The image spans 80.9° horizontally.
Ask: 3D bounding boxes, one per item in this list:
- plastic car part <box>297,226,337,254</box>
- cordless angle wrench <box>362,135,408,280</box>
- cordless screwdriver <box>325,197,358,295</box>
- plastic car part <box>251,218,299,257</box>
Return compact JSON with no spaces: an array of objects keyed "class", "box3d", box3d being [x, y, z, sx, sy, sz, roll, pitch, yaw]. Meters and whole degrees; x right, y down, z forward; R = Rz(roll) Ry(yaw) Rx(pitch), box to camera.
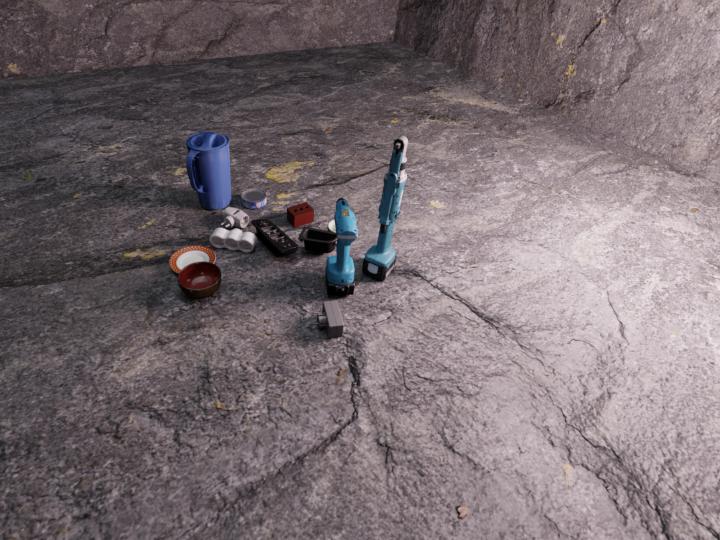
[{"class":"plastic car part","box3d":[-0.125,-0.082,1.277,0.119,0.069,0.066,13,41,9]},{"class":"cordless angle wrench","box3d":[0.075,-0.156,1.116,0.077,0.412,0.097,24,43,17]},{"class":"cordless screwdriver","box3d":[-0.051,-0.060,1.127,0.073,0.242,0.165,0,41,-9]},{"class":"plastic car part","box3d":[-0.264,-0.096,1.287,0.064,0.065,0.214,-23,48,-30]}]
